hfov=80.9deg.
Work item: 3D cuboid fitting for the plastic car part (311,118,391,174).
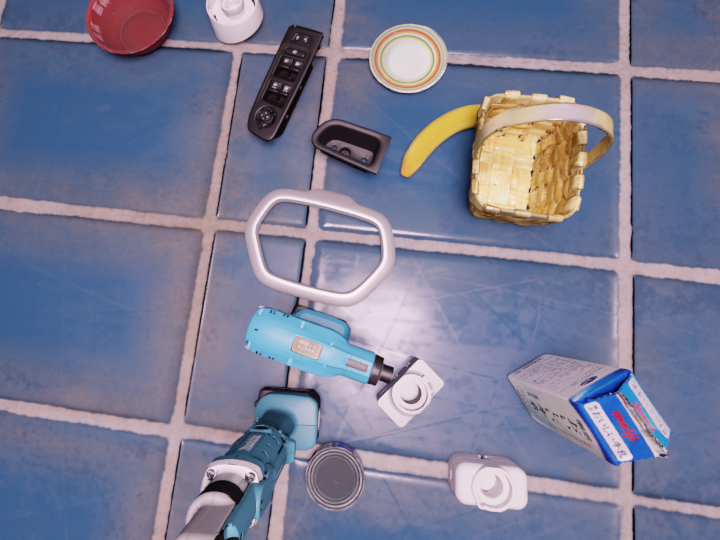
[{"bbox_3d":[-0.018,-0.196,0.686,0.118,0.070,0.066,22,83,6],"label":"plastic car part"}]

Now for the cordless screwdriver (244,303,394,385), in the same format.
[{"bbox_3d":[-0.045,0.096,0.548,0.161,0.245,0.074,18,83,3],"label":"cordless screwdriver"}]

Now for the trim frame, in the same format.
[{"bbox_3d":[-0.067,-0.044,0.685,0.252,0.027,0.185,13,81,7],"label":"trim frame"}]

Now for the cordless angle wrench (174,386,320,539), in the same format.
[{"bbox_3d":[-0.105,0.194,0.448,0.098,0.418,0.075,2,83,0],"label":"cordless angle wrench"}]

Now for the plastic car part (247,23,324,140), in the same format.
[{"bbox_3d":[-0.129,-0.308,0.716,0.067,0.066,0.203,24,83,5],"label":"plastic car part"}]
